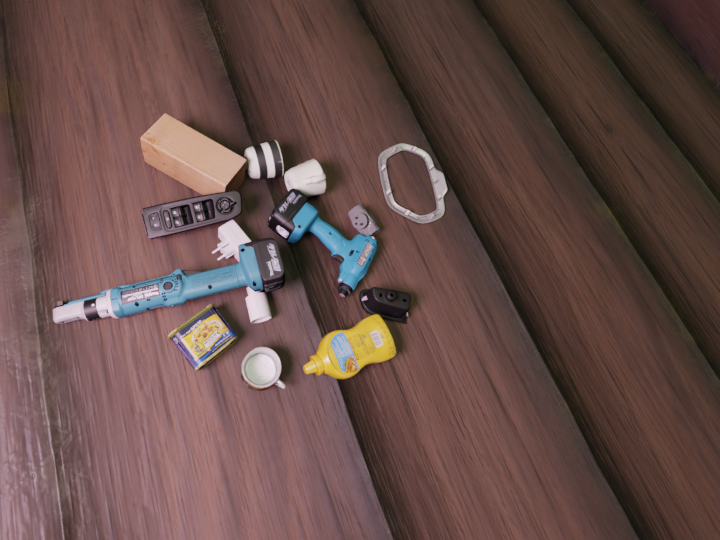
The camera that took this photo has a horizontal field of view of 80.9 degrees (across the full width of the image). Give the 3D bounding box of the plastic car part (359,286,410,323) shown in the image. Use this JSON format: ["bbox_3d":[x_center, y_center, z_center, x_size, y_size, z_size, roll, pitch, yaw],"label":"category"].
[{"bbox_3d":[0.062,0.066,0.926,0.114,0.071,0.067,15,62,-14],"label":"plastic car part"}]

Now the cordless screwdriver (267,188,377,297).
[{"bbox_3d":[-0.092,-0.060,0.942,0.247,0.075,0.160,32,61,-5],"label":"cordless screwdriver"}]

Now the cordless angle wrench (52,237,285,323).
[{"bbox_3d":[-0.356,0.035,0.800,0.417,0.073,0.101,-14,70,-10],"label":"cordless angle wrench"}]

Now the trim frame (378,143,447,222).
[{"bbox_3d":[0.139,-0.236,1.117,0.179,0.027,0.256,-1,64,-17],"label":"trim frame"}]

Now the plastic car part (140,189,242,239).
[{"bbox_3d":[-0.345,-0.116,0.889,0.201,0.067,0.067,-16,81,-6],"label":"plastic car part"}]
